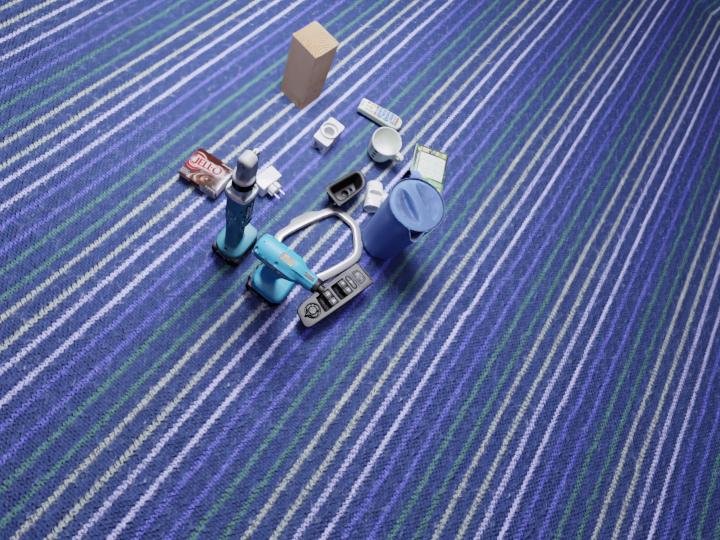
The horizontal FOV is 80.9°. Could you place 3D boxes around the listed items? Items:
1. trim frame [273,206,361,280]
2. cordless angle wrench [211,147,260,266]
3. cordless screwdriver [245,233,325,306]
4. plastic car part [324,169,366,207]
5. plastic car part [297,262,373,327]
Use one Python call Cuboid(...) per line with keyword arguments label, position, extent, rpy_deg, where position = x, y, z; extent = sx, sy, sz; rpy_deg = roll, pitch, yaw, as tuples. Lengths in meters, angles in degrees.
Cuboid(label="trim frame", position=(-0.106, -0.069, 1.085), extent=(0.244, 0.027, 0.187), rpy_deg=(-30, 80, -22))
Cuboid(label="cordless angle wrench", position=(-0.244, -0.116, 0.850), extent=(0.074, 0.425, 0.098), rpy_deg=(38, 65, -5))
Cuboid(label="cordless screwdriver", position=(-0.167, 0.021, 0.914), extent=(0.159, 0.250, 0.074), rpy_deg=(38, 65, -3))
Cuboid(label="plastic car part", position=(-0.041, -0.211, 1.131), extent=(0.115, 0.071, 0.067), rpy_deg=(-36, 85, -24))
Cuboid(label="plastic car part", position=(-0.069, 0.065, 1.022), extent=(0.200, 0.067, 0.067), rpy_deg=(-35, 85, -23))
